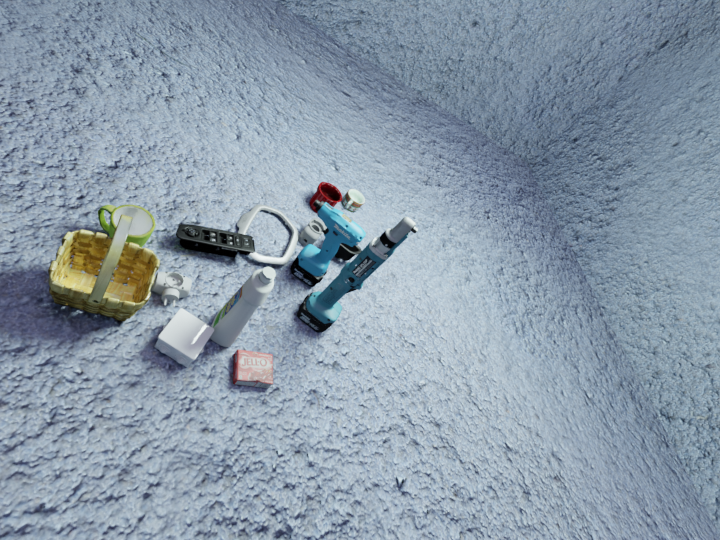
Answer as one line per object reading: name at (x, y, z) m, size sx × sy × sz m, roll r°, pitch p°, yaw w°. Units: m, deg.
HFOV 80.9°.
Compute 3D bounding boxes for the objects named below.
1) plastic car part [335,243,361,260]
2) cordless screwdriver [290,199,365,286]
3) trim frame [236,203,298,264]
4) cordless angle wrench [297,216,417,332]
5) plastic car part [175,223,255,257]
plastic car part at (-0.063, -0.072, 1.353) m, size 0.117 × 0.071 × 0.065 m, roll 42°, pitch 38°, yaw 1°
cordless screwdriver at (-0.114, -0.075, 1.169) m, size 0.158 × 0.251 × 0.074 m, roll 41°, pitch 38°, yaw -4°
trim frame at (-0.275, -0.109, 1.252) m, size 0.180 × 0.028 × 0.253 m, roll 29°, pitch 40°, yaw -14°
cordless angle wrench at (-0.014, 0.010, 1.028) m, size 0.097 × 0.427 × 0.074 m, roll 40°, pitch 39°, yaw -6°
plastic car part at (-0.380, -0.074, 1.099) m, size 0.194 × 0.067 × 0.069 m, roll 14°, pitch 46°, yaw -30°
